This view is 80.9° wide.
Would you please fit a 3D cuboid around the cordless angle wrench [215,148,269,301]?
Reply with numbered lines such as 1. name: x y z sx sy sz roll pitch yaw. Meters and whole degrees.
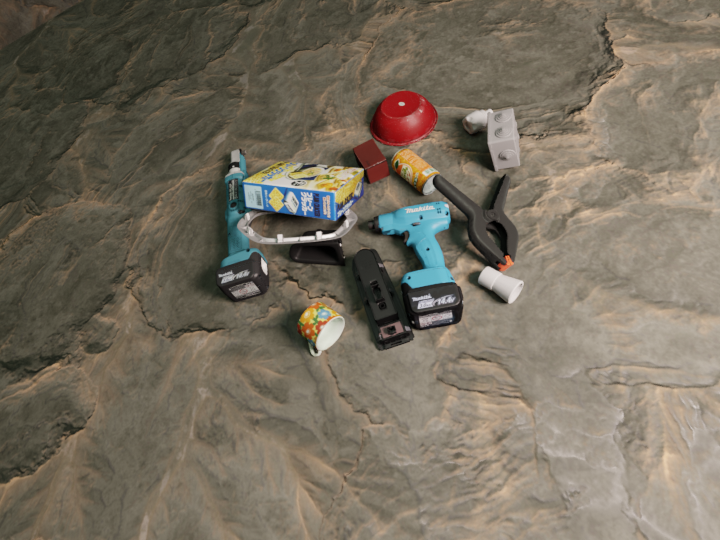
1. cordless angle wrench: -0.278 -0.133 0.970 0.099 0.071 0.440 -18 55 5

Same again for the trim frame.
1. trim frame: -0.130 -0.105 0.874 0.247 0.027 0.191 -6 32 -3

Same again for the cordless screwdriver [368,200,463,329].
1. cordless screwdriver: 0.097 -0.018 0.781 0.162 0.071 0.256 -9 55 12

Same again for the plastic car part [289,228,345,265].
1. plastic car part: -0.085 -0.056 0.872 0.121 0.063 0.071 4 47 22

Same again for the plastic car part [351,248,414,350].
1. plastic car part: 0.028 0.038 0.777 0.067 0.063 0.212 -25 54 9
